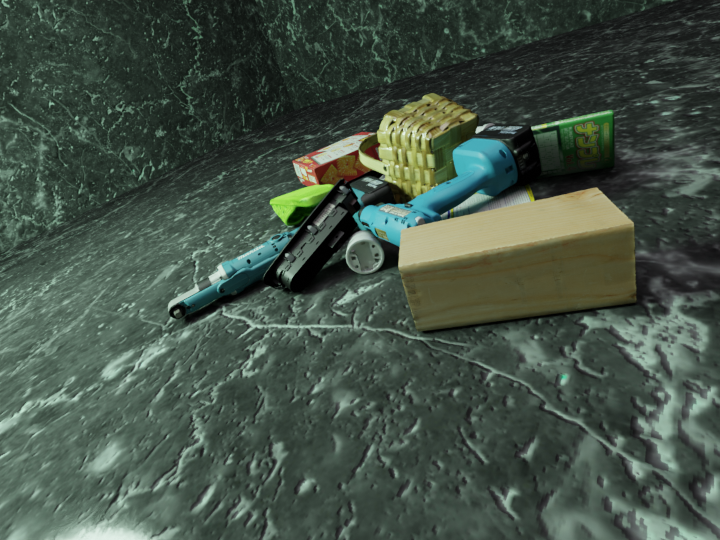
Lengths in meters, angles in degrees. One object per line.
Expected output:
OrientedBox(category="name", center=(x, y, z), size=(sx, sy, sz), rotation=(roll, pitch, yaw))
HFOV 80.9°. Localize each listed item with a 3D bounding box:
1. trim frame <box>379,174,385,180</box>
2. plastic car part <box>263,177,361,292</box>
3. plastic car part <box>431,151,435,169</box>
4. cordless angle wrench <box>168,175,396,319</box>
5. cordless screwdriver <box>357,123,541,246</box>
OrientedBox(category="trim frame", center=(-0.034, -0.219, 1.042), size=(0.249, 0.026, 0.190), rotation=(-21, 26, 3))
OrientedBox(category="plastic car part", center=(-0.064, -0.042, 0.654), size=(0.071, 0.063, 0.202), rotation=(39, 83, 31))
OrientedBox(category="plastic car part", center=(0.201, -0.249, 0.889), size=(0.115, 0.063, 0.075), rotation=(-32, 28, -17))
OrientedBox(category="cordless angle wrench", center=(-0.133, -0.035, 0.729), size=(0.418, 0.071, 0.103), rotation=(-30, 30, -12))
OrientedBox(category="cordless screwdriver", center=(0.120, -0.120, 0.609), size=(0.246, 0.071, 0.167), rotation=(-35, 29, -14))
